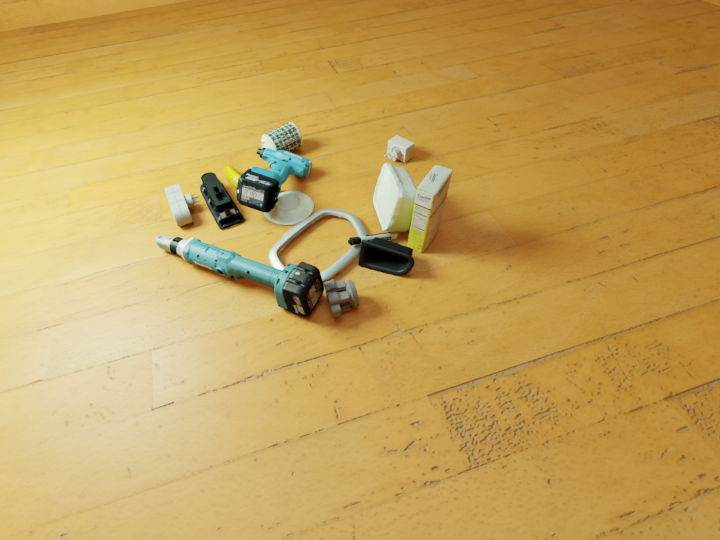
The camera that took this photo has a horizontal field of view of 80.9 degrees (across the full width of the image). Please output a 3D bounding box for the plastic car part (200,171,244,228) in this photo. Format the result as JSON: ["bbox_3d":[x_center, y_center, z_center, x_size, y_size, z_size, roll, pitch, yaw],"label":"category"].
[{"bbox_3d":[-0.371,-0.192,1.093,0.065,0.064,0.214,-29,49,-13],"label":"plastic car part"}]

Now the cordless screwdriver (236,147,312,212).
[{"bbox_3d":[-0.240,-0.250,1.086,0.162,0.073,0.249,20,37,7],"label":"cordless screwdriver"}]

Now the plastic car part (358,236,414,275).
[{"bbox_3d":[0.062,-0.037,0.918,0.119,0.064,0.071,15,36,12],"label":"plastic car part"}]

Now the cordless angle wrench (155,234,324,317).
[{"bbox_3d":[-0.283,-0.014,0.906,0.441,0.094,0.074,17,54,23],"label":"cordless angle wrench"}]

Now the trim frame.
[{"bbox_3d":[-0.095,-0.062,0.971,0.193,0.026,0.246,30,59,27],"label":"trim frame"}]
